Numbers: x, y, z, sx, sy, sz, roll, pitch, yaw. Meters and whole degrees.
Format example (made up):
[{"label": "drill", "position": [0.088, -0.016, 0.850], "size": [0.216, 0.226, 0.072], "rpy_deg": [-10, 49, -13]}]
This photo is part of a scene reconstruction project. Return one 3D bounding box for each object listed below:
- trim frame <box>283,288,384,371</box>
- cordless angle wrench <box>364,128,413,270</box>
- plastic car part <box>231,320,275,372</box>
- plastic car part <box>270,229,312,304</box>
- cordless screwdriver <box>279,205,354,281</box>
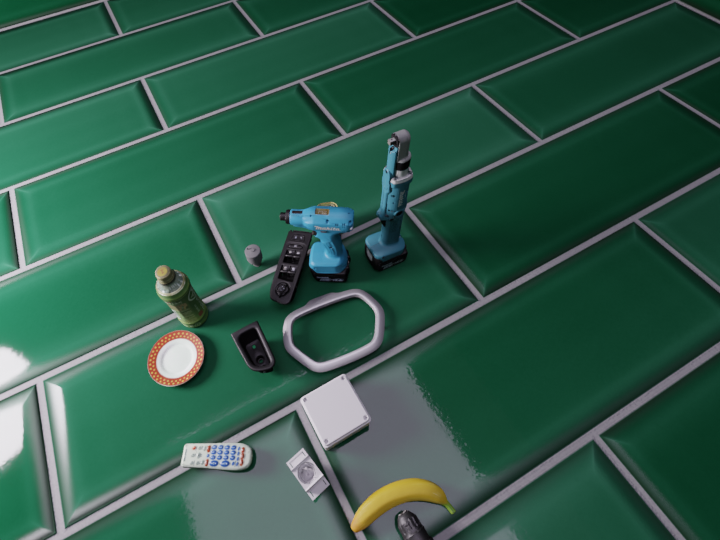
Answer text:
[{"label": "trim frame", "position": [-0.060, 0.133, 0.988], "size": [0.245, 0.026, 0.192], "rpy_deg": [-22, 59, -10]}, {"label": "cordless angle wrench", "position": [0.070, -0.141, 0.926], "size": [0.096, 0.410, 0.077], "rpy_deg": [-22, 62, -14]}, {"label": "plastic car part", "position": [-0.230, 0.184, 0.941], "size": [0.065, 0.069, 0.122], "rpy_deg": [-28, 61, -15]}, {"label": "plastic car part", "position": [-0.174, -0.003, 1.057], "size": [0.067, 0.065, 0.206], "rpy_deg": [10, 59, 7]}, {"label": "cordless screwdriver", "position": [-0.096, -0.063, 0.987], "size": [0.160, 0.241, 0.076], "rpy_deg": [5, 59, 3]}]
